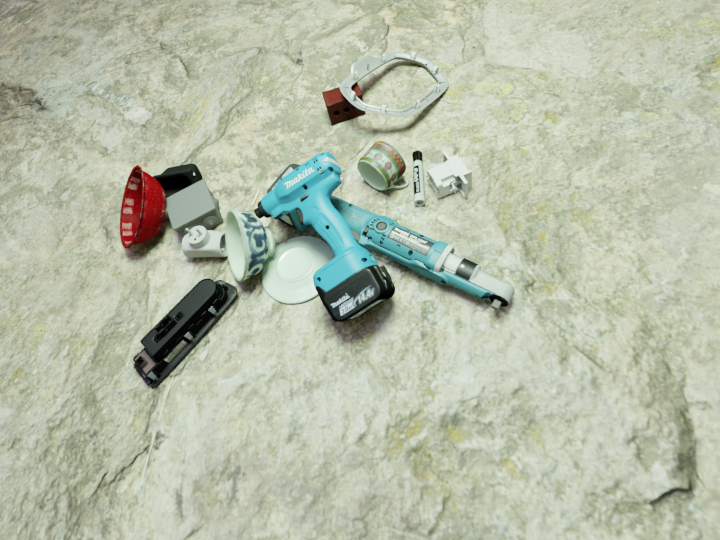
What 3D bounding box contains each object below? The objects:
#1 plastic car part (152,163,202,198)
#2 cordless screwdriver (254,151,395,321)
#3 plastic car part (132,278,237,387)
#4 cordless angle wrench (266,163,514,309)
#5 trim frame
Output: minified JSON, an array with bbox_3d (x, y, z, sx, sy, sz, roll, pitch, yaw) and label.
[{"bbox_3d":[-0.384,-0.195,0.892,0.120,0.063,0.072,0,44,18],"label":"plastic car part"},{"bbox_3d":[-0.063,-0.041,0.648,0.162,0.071,0.255,-30,74,20],"label":"cordless screwdriver"},{"bbox_3d":[-0.292,0.085,0.690,0.070,0.064,0.201,30,68,35],"label":"plastic car part"},{"bbox_3d":[0.034,-0.056,0.681,0.443,0.071,0.098,27,69,26],"label":"cordless angle wrench"},{"bbox_3d":[0.070,-0.387,0.861,0.191,0.027,0.246,35,61,20],"label":"trim frame"}]
